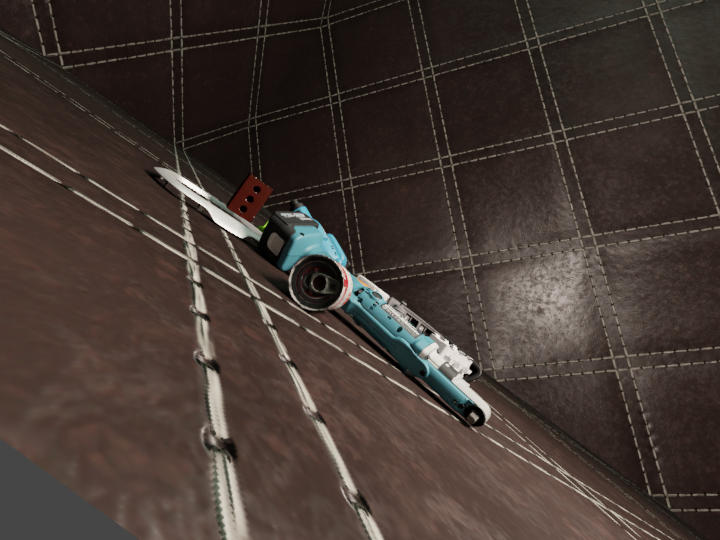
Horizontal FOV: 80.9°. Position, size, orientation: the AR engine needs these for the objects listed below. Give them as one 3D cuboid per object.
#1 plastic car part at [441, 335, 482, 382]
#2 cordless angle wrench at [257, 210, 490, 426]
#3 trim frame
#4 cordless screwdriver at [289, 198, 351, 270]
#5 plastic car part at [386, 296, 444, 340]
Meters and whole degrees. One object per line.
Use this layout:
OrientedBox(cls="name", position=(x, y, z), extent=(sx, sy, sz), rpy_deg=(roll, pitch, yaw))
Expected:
OrientedBox(cls="plastic car part", position=(0.227, 0.225, 0.997), extent=(0.123, 0.066, 0.067), rpy_deg=(40, -11, 33))
OrientedBox(cls="cordless angle wrench", position=(0.009, 0.056, 0.626), extent=(0.444, 0.074, 0.094), rpy_deg=(41, 26, 28))
OrientedBox(cls="trim frame", position=(-0.255, -0.107, 0.746), extent=(0.235, 0.027, 0.195), rpy_deg=(38, -2, -39))
OrientedBox(cls="cordless screwdriver", position=(-0.091, -0.059, 0.927), extent=(0.162, 0.074, 0.244), rpy_deg=(60, 0, 9))
OrientedBox(cls="plastic car part", position=(0.133, 0.154, 1.065), extent=(0.204, 0.066, 0.067), rpy_deg=(35, -25, 2))
